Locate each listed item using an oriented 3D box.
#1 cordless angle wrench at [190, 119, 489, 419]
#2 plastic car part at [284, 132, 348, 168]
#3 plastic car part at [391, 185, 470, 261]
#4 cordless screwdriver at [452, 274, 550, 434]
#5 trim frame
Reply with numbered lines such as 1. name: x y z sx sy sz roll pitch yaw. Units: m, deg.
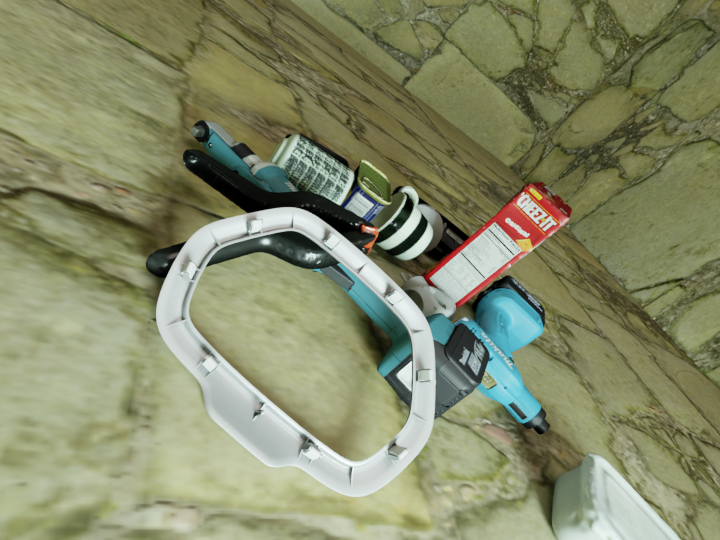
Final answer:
1. cordless angle wrench: -0.047 -0.030 0.476 0.434 0.075 0.095 45 28 13
2. plastic car part: -0.082 -0.174 0.658 0.110 0.066 0.075 11 27 -50
3. plastic car part: 0.125 -0.066 0.764 0.203 0.067 0.066 43 53 0
4. cordless screwdriver: 0.214 0.106 0.605 0.163 0.075 0.241 47 32 11
5. trim frame: -0.037 0.053 0.333 0.247 0.028 0.183 42 60 -4
